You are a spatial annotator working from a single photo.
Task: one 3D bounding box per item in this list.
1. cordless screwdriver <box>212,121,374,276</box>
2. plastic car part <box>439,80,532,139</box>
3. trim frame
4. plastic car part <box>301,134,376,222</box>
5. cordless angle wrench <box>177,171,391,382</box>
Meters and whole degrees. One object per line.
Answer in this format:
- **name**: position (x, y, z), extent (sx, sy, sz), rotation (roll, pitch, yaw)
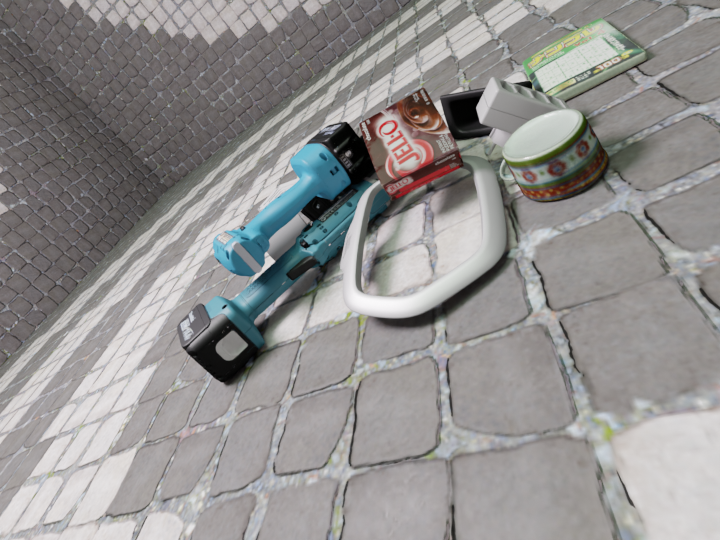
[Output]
- **cordless screwdriver**: position (-0.106, -0.098, 0.592), extent (0.247, 0.071, 0.167), rotation (-46, 27, -13)
- **plastic car part**: position (0.177, -0.222, 0.564), extent (0.070, 0.064, 0.122), rotation (-36, 26, -25)
- **trim frame**: position (0.058, -0.049, 0.458), extent (0.190, 0.026, 0.254), rotation (-16, 43, 24)
- **plastic car part**: position (-0.026, -0.146, 0.705), extent (0.202, 0.066, 0.067), rotation (-54, 3, -21)
- **cordless angle wrench**: position (-0.056, -0.037, 0.571), extent (0.421, 0.071, 0.103), rotation (-44, 27, -11)
